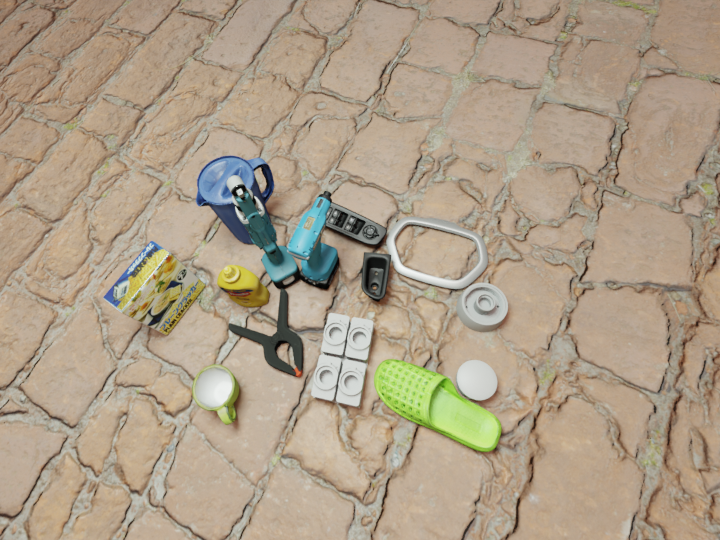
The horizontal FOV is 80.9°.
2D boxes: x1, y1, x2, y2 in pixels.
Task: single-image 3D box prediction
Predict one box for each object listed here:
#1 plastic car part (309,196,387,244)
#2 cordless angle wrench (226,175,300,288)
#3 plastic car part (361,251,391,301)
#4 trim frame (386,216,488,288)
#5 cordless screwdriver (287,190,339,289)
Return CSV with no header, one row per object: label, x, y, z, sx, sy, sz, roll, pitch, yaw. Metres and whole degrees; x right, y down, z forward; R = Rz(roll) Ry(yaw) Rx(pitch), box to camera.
plastic car part,-0.033,-0.115,1.085,0.210,0.065,0.066,24,71,16
cordless angle wrench,-0.206,-0.075,0.900,0.074,0.410,0.102,-29,69,-9
plastic car part,0.035,0.023,1.011,0.067,0.069,0.118,5,67,7
trim frame,0.187,-0.051,1.047,0.255,0.026,0.186,14,68,13
cordless screwdriver,-0.095,-0.062,0.972,0.076,0.241,0.160,20,70,11
